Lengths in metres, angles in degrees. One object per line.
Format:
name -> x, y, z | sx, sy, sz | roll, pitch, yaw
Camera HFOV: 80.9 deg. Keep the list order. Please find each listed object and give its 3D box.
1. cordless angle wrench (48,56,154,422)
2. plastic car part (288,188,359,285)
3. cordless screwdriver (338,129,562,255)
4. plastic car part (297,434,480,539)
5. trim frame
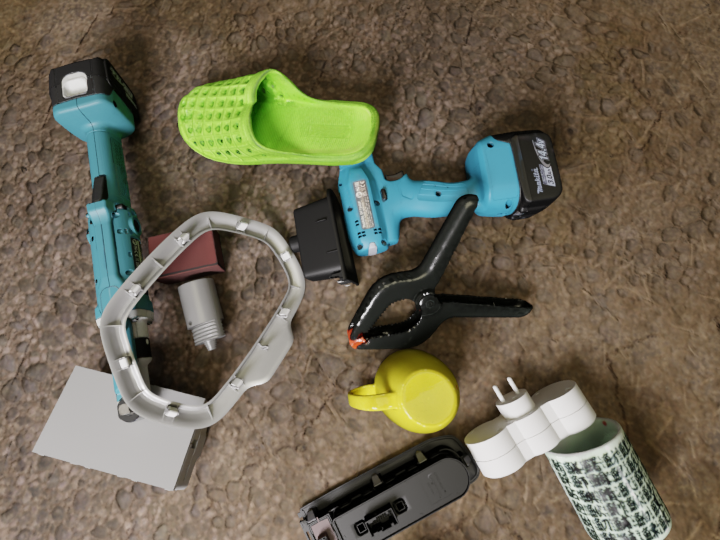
cordless angle wrench -> -0.285, -0.047, 0.487 | 0.074, 0.096, 0.433 | -16, 73, -4
plastic car part -> -0.050, -0.033, 0.515 | 0.072, 0.063, 0.119 | -18, 75, 10
cordless screwdriver -> 0.096, -0.118, 0.520 | 0.250, 0.073, 0.162 | -12, 78, 3
plastic car part -> 0.034, 0.243, 0.448 | 0.201, 0.065, 0.068 | -27, 74, -7
trim frame -> -0.156, 0.043, 0.461 | 0.179, 0.028, 0.248 | 43, 55, -16
